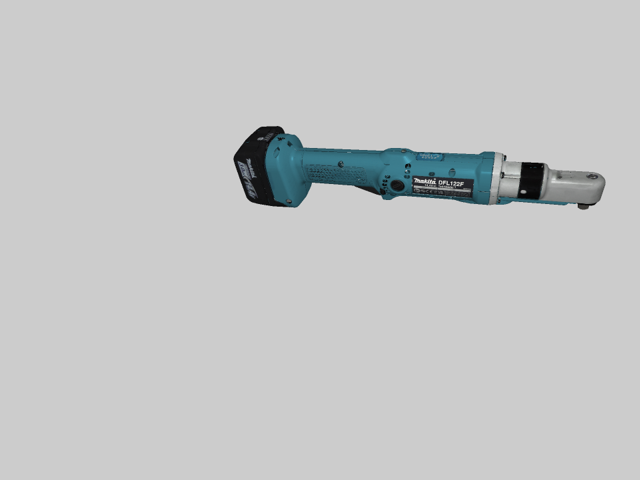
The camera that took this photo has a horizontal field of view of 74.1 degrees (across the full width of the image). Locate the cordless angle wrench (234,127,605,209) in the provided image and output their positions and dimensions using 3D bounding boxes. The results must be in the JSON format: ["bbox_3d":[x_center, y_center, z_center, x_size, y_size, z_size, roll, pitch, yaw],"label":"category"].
[{"bbox_3d":[0.098,-0.080,0.516,0.423,0.098,0.074,7,45,22],"label":"cordless angle wrench"}]
